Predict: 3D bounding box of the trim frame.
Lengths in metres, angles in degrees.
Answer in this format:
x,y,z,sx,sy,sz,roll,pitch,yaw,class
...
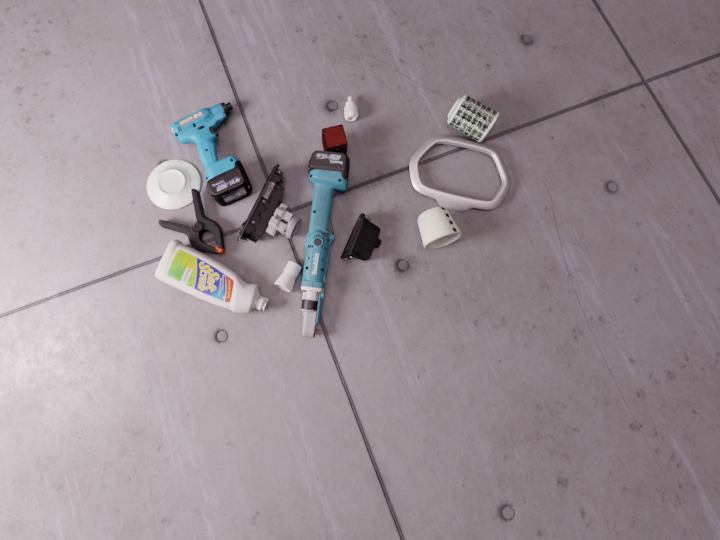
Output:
x,y,z,sx,sy,sz,roll,pitch,yaw,class
0.241,-0.235,1.028,0.249,0.027,0.185,13,77,1,trim frame

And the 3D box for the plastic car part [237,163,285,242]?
x,y,z,sx,sy,sz,roll,pitch,yaw,class
-0.228,-0.148,0.997,0.064,0.069,0.203,33,77,-22,plastic car part

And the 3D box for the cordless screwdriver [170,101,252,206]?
x,y,z,sx,sy,sz,roll,pitch,yaw,class
-0.337,-0.290,1.020,0.158,0.073,0.255,-30,76,-7,cordless screwdriver

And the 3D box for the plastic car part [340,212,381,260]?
x,y,z,sx,sy,sz,roll,pitch,yaw,class
0.011,-0.070,0.979,0.069,0.067,0.117,29,75,-12,plastic car part

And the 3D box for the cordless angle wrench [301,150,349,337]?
x,y,z,sx,sy,sz,roll,pitch,yaw,class
-0.095,-0.062,0.970,0.098,0.073,0.426,6,80,0,cordless angle wrench
